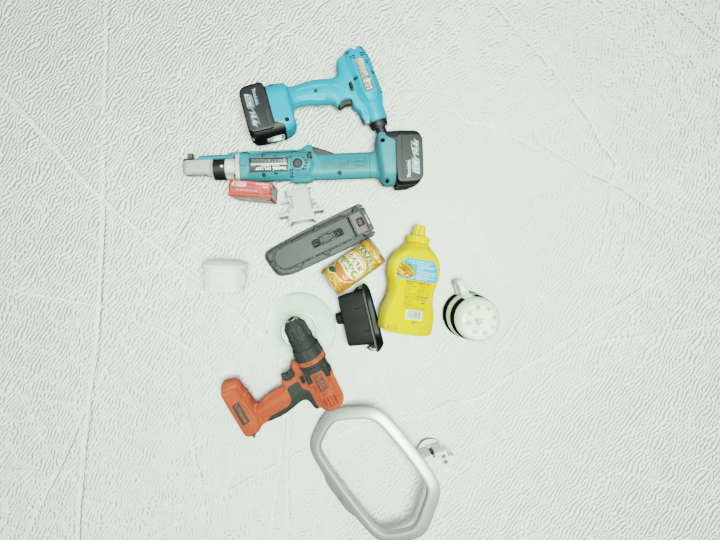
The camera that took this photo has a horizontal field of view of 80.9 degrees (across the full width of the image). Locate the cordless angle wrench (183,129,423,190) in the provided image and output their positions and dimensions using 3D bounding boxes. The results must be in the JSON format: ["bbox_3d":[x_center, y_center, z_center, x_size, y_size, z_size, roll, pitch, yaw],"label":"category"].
[{"bbox_3d":[-0.108,-0.188,0.753,0.425,0.074,0.098,-1,90,3],"label":"cordless angle wrench"}]

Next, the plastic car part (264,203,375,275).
[{"bbox_3d":[-0.074,-0.048,0.754,0.203,0.068,0.065,-25,98,2],"label":"plastic car part"}]

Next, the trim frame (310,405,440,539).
[{"bbox_3d":[0.020,0.348,0.730,0.185,0.027,0.253,-44,80,15],"label":"trim frame"}]

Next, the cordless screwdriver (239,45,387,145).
[{"bbox_3d":[-0.080,-0.285,0.753,0.247,0.074,0.159,-20,89,-4],"label":"cordless screwdriver"}]

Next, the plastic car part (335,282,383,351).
[{"bbox_3d":[-0.007,0.086,0.752,0.072,0.064,0.117,-18,86,13],"label":"plastic car part"}]
